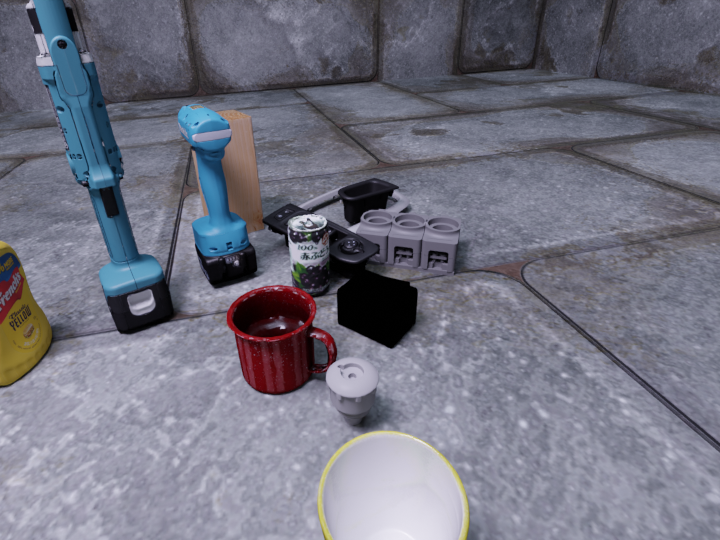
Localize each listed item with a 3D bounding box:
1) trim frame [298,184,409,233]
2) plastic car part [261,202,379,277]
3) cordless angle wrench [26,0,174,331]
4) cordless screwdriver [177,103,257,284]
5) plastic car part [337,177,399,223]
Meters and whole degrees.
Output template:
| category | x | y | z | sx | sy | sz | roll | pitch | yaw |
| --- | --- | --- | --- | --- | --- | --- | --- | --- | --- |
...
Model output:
| category | x | y | z | sx | sy | sz | roll | pitch | yaw |
| --- | --- | --- | --- | --- | --- | --- | --- | --- | --- |
| trim frame | -0.019 | -0.115 | 0.812 | 0.195 | 0.027 | 0.242 | 24 | 40 | 37 |
| plastic car part | -0.064 | -0.042 | 0.658 | 0.214 | 0.065 | 0.064 | 23 | 38 | 36 |
| cordless angle wrench | -0.301 | -0.124 | 0.481 | 0.072 | 0.411 | 0.104 | -19 | 34 | -30 |
| cordless screwdriver | -0.220 | -0.115 | 0.622 | 0.072 | 0.242 | 0.168 | -16 | 33 | -26 |
| plastic car part | 0.006 | -0.122 | 0.780 | 0.113 | 0.069 | 0.070 | -26 | 38 | -34 |
